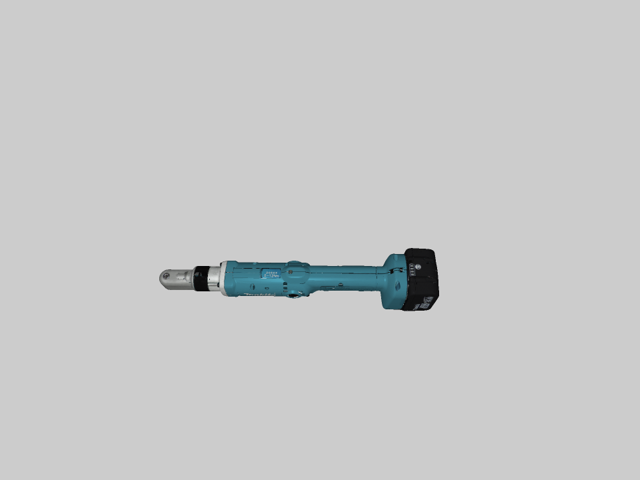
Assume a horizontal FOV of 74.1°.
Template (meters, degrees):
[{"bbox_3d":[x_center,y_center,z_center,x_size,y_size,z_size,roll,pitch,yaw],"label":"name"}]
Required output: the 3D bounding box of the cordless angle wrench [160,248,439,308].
[{"bbox_3d":[-0.039,0.062,0.657,0.423,0.074,0.098,0,-26,2],"label":"cordless angle wrench"}]
